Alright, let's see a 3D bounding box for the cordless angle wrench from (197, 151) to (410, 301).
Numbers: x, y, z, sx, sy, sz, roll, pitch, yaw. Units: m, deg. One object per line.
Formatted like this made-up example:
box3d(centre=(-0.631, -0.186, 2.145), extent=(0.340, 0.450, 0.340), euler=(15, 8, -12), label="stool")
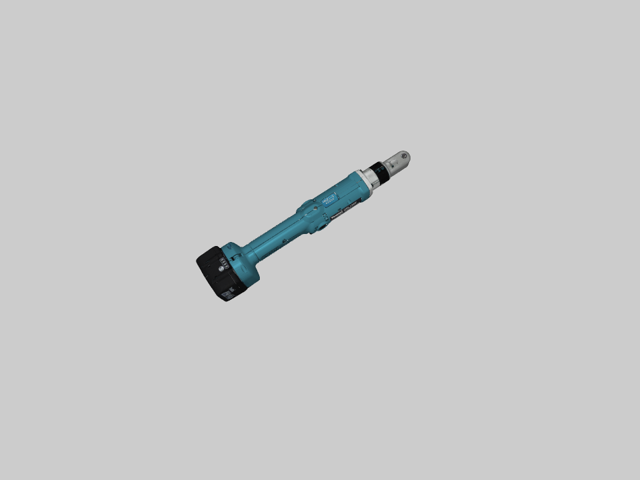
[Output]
box3d(centre=(-0.012, -0.042, 0.752), extent=(0.422, 0.074, 0.098), euler=(-33, -14, -9), label="cordless angle wrench")
